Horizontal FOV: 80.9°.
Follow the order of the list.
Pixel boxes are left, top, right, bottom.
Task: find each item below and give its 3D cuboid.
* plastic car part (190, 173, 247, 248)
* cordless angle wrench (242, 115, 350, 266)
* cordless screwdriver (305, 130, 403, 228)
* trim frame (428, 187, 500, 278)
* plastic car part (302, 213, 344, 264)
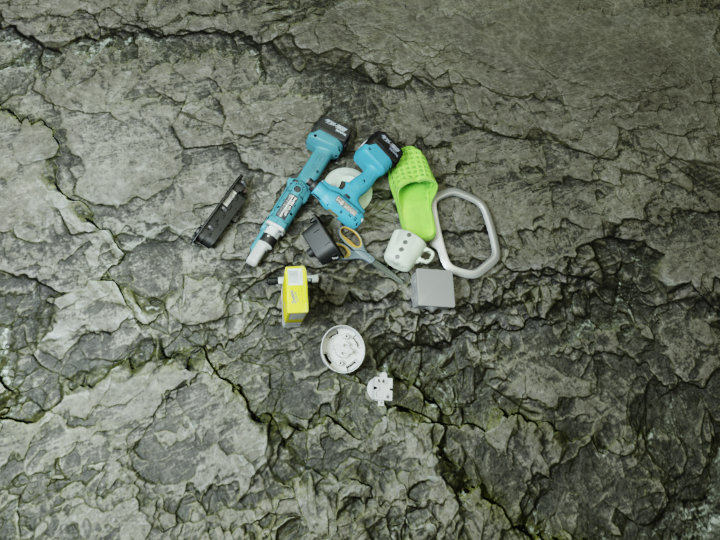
[{"bbox_3d":[-0.324,-0.129,0.989,0.064,0.069,0.203,43,66,-23],"label":"plastic car part"},{"bbox_3d":[-0.156,-0.189,1.029,0.098,0.074,0.424,28,71,-1],"label":"cordless angle wrench"},{"bbox_3d":[-0.014,-0.239,1.031,0.156,0.076,0.248,38,68,-12],"label":"cordless screwdriver"},{"bbox_3d":[0.258,-0.099,1.077,0.181,0.027,0.254,-5,73,-11],"label":"trim frame"},{"bbox_3d":[-0.097,-0.063,0.991,0.071,0.063,0.120,-32,71,7],"label":"plastic car part"}]
